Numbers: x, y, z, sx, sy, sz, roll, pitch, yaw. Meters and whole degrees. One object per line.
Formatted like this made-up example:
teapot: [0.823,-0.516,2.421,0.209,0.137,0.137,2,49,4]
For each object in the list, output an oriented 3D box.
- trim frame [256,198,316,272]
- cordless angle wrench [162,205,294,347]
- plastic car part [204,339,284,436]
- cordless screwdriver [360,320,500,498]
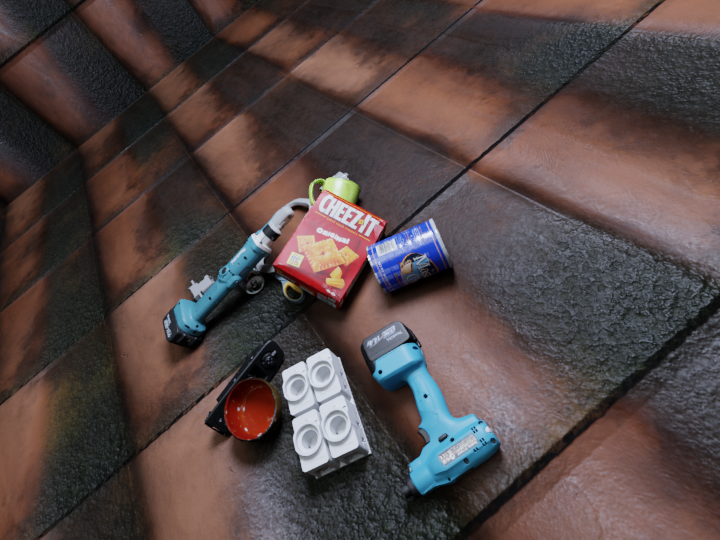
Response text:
trim frame: [-0.191,-0.094,1.084,0.190,0.026,0.254,-17,47,28]
cordless angle wrench: [-0.303,0.010,0.996,0.424,0.070,0.103,-45,48,10]
plastic car part: [-0.234,0.232,0.868,0.202,0.064,0.070,-52,23,-11]
cordless screwdriver: [0.080,0.216,0.685,0.159,0.070,0.262,-37,50,1]
